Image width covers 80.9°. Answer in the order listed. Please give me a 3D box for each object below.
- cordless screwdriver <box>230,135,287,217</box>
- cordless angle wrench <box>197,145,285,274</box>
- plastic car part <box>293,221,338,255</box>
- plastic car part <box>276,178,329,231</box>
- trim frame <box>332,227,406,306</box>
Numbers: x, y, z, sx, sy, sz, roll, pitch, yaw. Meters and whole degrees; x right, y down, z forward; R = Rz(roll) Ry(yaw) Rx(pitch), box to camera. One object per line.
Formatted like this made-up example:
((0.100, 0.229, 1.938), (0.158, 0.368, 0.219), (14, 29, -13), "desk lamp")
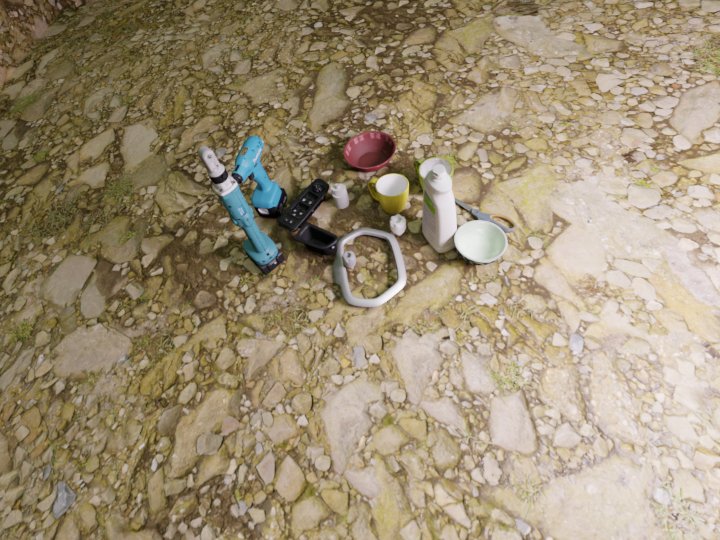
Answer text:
((-0.291, -0.237, 1.195), (0.076, 0.238, 0.161), (8, 59, 14), "cordless screwdriver")
((-0.290, -0.137, 1.027), (0.074, 0.405, 0.103), (-40, 60, -16), "cordless angle wrench")
((-0.112, -0.073, 1.147), (0.122, 0.068, 0.066), (24, 65, 26), "plastic car part")
((-0.156, -0.184, 1.233), (0.069, 0.064, 0.202), (23, 65, 24), "plastic car part")
((0.018, -0.013, 1.100), (0.185, 0.026, 0.258), (-14, 55, 5), "trim frame")
